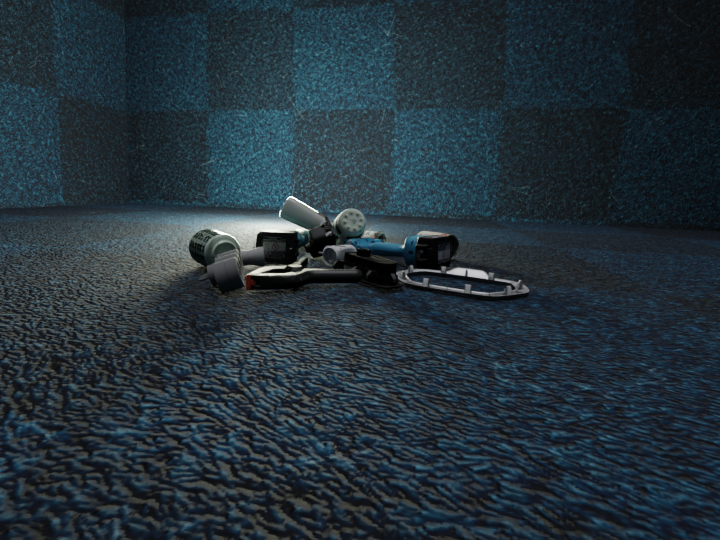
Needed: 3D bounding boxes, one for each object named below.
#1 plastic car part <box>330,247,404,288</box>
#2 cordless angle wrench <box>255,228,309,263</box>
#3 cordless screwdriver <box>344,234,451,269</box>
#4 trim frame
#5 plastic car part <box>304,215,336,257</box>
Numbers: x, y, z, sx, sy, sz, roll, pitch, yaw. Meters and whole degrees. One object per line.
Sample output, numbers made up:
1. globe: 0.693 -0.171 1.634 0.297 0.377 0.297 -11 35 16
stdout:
1. plastic car part: 0.016 -0.006 0.827 0.063 0.066 0.213 5 11 -29
2. cordless angle wrench: -0.184 -0.083 1.158 0.099 0.074 0.422 3 9 2
3. cordless screwdriver: 0.100 -0.053 1.045 0.261 0.074 0.153 5 10 36
4. trim frame: 0.188 0.018 0.814 0.260 0.027 0.177 7 11 31
5. plastic car part: -0.102 -0.067 1.045 0.069 0.114 0.069 -14 57 -18
